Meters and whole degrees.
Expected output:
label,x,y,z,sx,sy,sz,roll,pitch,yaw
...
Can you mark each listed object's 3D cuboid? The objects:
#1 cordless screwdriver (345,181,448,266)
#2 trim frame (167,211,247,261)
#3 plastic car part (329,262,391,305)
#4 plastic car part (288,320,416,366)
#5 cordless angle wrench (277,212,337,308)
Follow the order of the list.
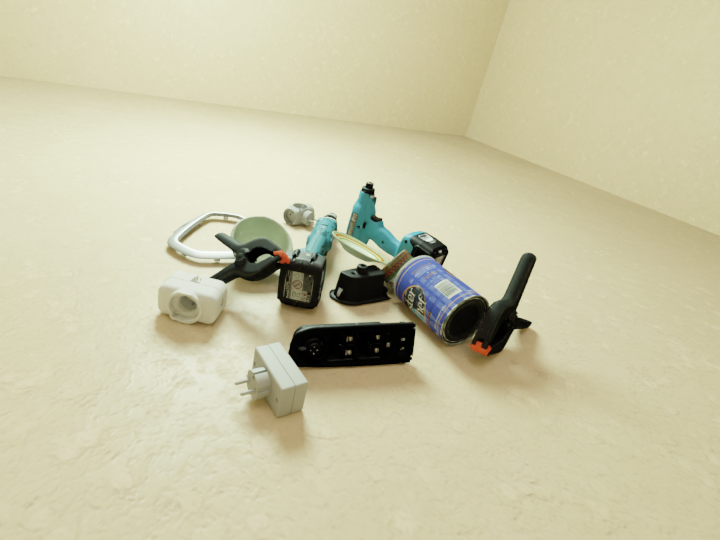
label,x,y,z,sx,sy,sz,roll,pitch,yaw
cordless screwdriver,0.075,-0.087,0.949,0.071,0.157,0.263,-14,38,-45
trim frame,-0.311,-0.078,0.925,0.185,0.027,0.251,13,28,1
plastic car part,0.003,0.020,0.807,0.111,0.070,0.070,-5,30,-37
plastic car part,-0.018,0.105,0.644,0.196,0.065,0.070,-1,19,-24
cordless angle wrench,-0.089,-0.058,0.907,0.075,0.096,0.427,10,23,0
